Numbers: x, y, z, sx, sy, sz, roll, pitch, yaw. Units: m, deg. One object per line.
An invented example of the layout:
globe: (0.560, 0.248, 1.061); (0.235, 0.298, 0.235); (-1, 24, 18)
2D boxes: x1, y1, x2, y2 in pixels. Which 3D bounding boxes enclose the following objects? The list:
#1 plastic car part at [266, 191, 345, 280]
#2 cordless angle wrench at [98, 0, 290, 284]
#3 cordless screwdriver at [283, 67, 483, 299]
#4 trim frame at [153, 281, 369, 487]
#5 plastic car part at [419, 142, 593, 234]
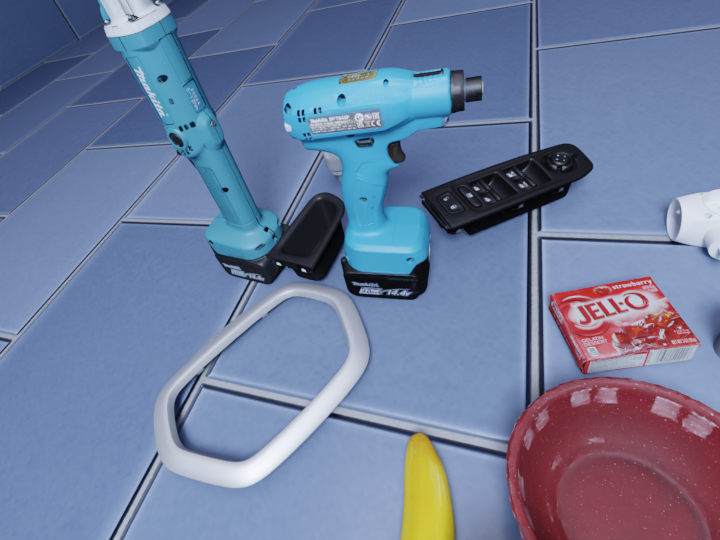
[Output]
plastic car part: (-0.052, -0.034, 0.527); (0.069, 0.068, 0.116); (12, 53, 28)
cordless angle wrench: (-0.177, -0.150, 0.443); (0.102, 0.404, 0.074); (12, 51, 26)
cordless screwdriver: (0.035, -0.074, 0.414); (0.164, 0.237, 0.075); (0, 47, 18)
trim frame: (-0.102, 0.104, 0.445); (0.195, 0.026, 0.246); (28, 62, 37)
plastic car part: (0.177, -0.090, 0.501); (0.202, 0.064, 0.070); (-24, 45, -4)
